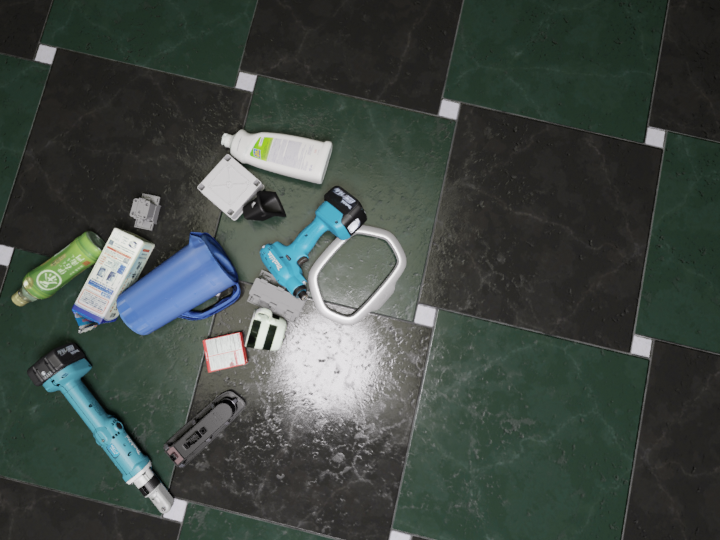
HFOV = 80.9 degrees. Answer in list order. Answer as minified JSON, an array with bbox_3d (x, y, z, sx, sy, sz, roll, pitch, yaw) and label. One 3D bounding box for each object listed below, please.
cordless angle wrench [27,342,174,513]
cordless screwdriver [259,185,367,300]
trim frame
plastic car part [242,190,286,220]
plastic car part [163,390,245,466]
[{"bbox_3d":[-0.542,0.349,0.912,0.074,0.098,0.424,-38,89,-2],"label":"cordless angle wrench"},{"bbox_3d":[-0.091,-0.060,0.932,0.248,0.071,0.167,-41,60,-2],"label":"cordless screwdriver"},{"bbox_3d":[-0.007,0.008,0.971,0.185,0.027,0.248,41,82,2],"label":"trim frame"},{"bbox_3d":[-0.228,-0.138,0.954,0.072,0.114,0.066,-26,89,19],"label":"plastic car part"},{"bbox_3d":[-0.346,0.347,0.927,0.202,0.066,0.067,-42,82,-7],"label":"plastic car part"}]
